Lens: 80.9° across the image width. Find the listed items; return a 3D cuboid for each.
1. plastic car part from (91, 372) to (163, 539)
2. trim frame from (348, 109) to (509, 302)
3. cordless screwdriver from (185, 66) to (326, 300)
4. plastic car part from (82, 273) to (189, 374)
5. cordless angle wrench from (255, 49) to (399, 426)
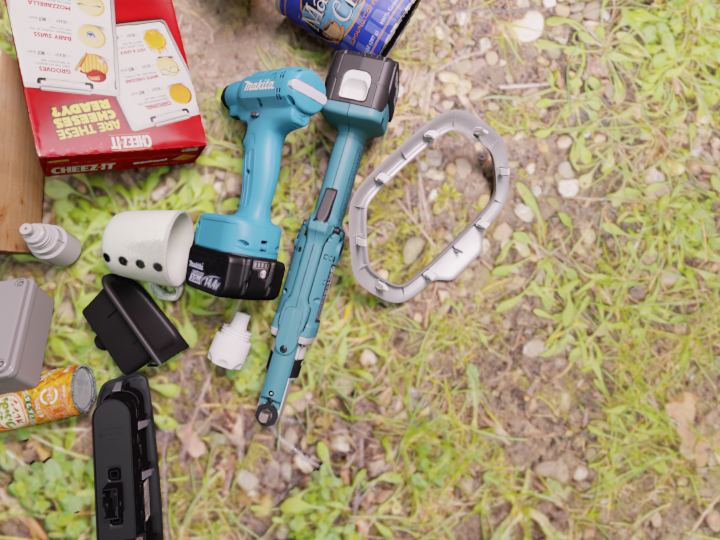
[{"bbox_3d":[-0.262,0.219,0.460,0.066,0.066,0.205,-5,83,0],"label":"plastic car part"},{"bbox_3d":[0.087,-0.070,0.492,0.247,0.029,0.175,-43,122,-12],"label":"trim frame"},{"bbox_3d":[-0.132,-0.099,0.474,0.168,0.070,0.248,17,94,42],"label":"cordless screwdriver"},{"bbox_3d":[-0.264,0.068,0.476,0.071,0.065,0.117,-42,87,7],"label":"plastic car part"},{"bbox_3d":[-0.048,-0.031,0.486,0.076,0.096,0.423,16,89,8],"label":"cordless angle wrench"}]
